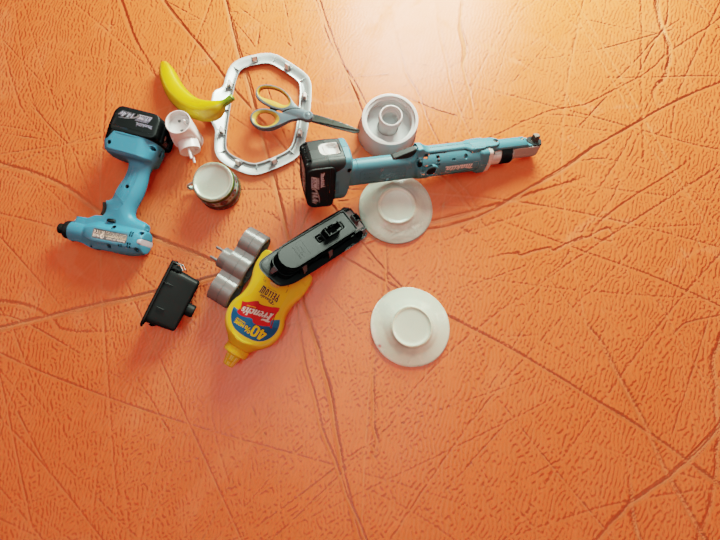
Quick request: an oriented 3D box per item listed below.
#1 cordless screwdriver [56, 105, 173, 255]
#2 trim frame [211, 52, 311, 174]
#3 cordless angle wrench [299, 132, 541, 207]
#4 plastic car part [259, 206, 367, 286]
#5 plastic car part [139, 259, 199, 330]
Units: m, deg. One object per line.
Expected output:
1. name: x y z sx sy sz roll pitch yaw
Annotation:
1. cordless screwdriver: -0.425 -0.156 0.739 0.160 0.073 0.250 9 83 2
2. trim frame: -0.186 -0.295 0.784 0.185 0.027 0.250 6 80 4
3. cordless angle wrench: 0.110 -0.187 0.720 0.418 0.095 0.077 -9 53 -9
4. plastic car part: -0.066 -0.043 0.677 0.199 0.068 0.067 -35 90 -27
5. plastic car part: -0.306 0.048 0.703 0.069 0.067 0.117 23 83 -12
